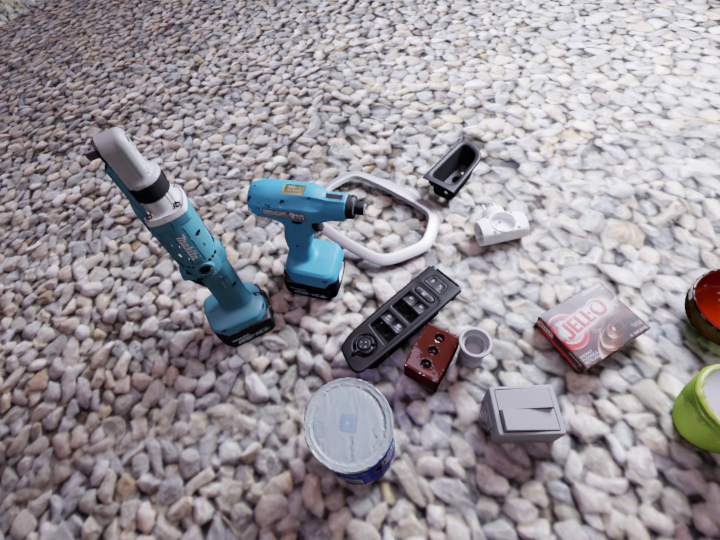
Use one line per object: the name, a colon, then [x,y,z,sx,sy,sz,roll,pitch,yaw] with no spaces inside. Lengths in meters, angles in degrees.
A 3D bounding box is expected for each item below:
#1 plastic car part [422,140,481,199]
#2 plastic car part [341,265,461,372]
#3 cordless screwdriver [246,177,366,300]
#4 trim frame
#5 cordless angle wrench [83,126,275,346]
plastic car part: [0.176,-0.176,0.785,0.069,0.068,0.116,35,69,26]
plastic car part: [0.057,0.080,0.645,0.201,0.064,0.070,-37,60,-13]
cordless screwdriver: [-0.063,-0.041,0.641,0.163,0.239,0.075,10,60,13]
trim frame: [0.025,-0.104,0.793,0.260,0.026,0.183,31,68,26]
cordless angle wrench: [-0.211,-0.019,0.555,0.097,0.406,0.078,-25,59,-9]
